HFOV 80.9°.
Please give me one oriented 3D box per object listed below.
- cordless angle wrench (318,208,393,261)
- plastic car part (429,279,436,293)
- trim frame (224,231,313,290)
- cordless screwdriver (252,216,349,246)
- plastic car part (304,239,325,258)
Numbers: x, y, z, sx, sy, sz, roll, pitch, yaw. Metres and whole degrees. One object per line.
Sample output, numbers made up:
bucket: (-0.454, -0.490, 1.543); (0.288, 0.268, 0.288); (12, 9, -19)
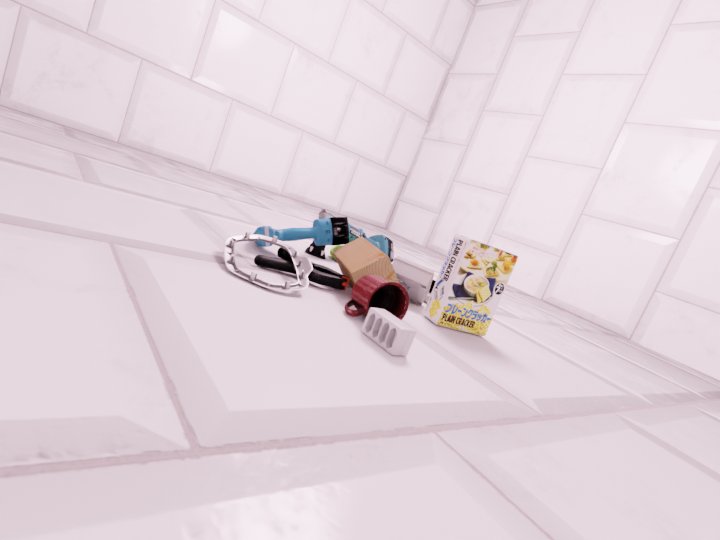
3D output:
cordless angle wrench: (-0.013, -0.109, 1.385); (0.077, 0.099, 0.400); (-9, -18, 30)
plastic car part: (0.181, 0.032, 1.306); (0.201, 0.067, 0.067); (22, 14, -5)
trim frame: (-0.192, -0.026, 0.881); (0.178, 0.027, 0.259); (11, 21, -21)
cordless screwdriver: (-0.163, -0.098, 1.128); (0.243, 0.074, 0.164); (-6, 5, -18)
plastic car part: (-0.129, -0.084, 1.320); (0.065, 0.070, 0.118); (21, 12, -6)
